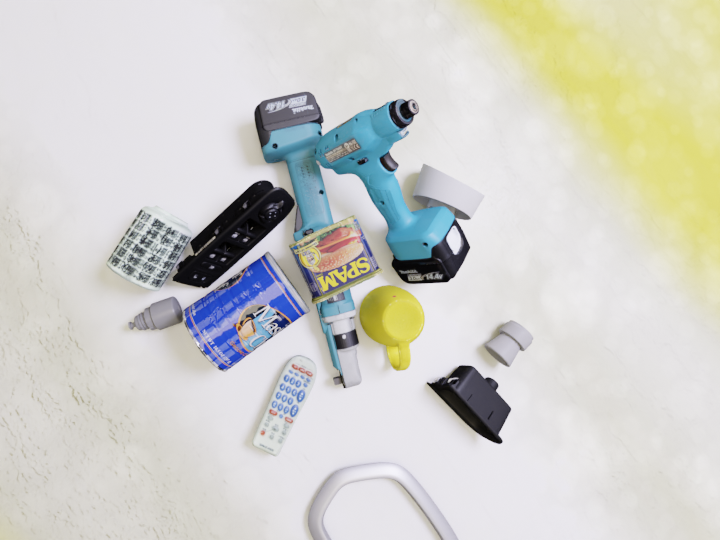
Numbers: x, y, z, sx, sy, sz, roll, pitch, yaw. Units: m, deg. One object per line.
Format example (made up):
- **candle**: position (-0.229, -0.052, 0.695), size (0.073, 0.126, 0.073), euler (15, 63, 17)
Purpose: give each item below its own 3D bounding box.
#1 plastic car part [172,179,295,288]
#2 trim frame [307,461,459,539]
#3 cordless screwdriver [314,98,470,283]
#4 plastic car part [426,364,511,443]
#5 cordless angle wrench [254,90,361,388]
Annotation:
- **plastic car part**: position (-0.176, -0.055, 0.589), size (0.205, 0.062, 0.070), euler (-34, 54, 18)
- **trim frame**: position (0.035, 0.392, 0.603), size (0.183, 0.027, 0.248), euler (-37, 90, -6)
- **cordless screwdriver**: position (0.061, -0.097, 0.551), size (0.241, 0.165, 0.074), euler (53, 54, -18)
- **plastic car part**: position (0.169, 0.183, 0.616), size (0.116, 0.067, 0.070), euler (43, 69, -4)
- **cordless angle wrench**: position (-0.060, -0.039, 0.616), size (0.097, 0.075, 0.424), euler (-14, 88, -6)
